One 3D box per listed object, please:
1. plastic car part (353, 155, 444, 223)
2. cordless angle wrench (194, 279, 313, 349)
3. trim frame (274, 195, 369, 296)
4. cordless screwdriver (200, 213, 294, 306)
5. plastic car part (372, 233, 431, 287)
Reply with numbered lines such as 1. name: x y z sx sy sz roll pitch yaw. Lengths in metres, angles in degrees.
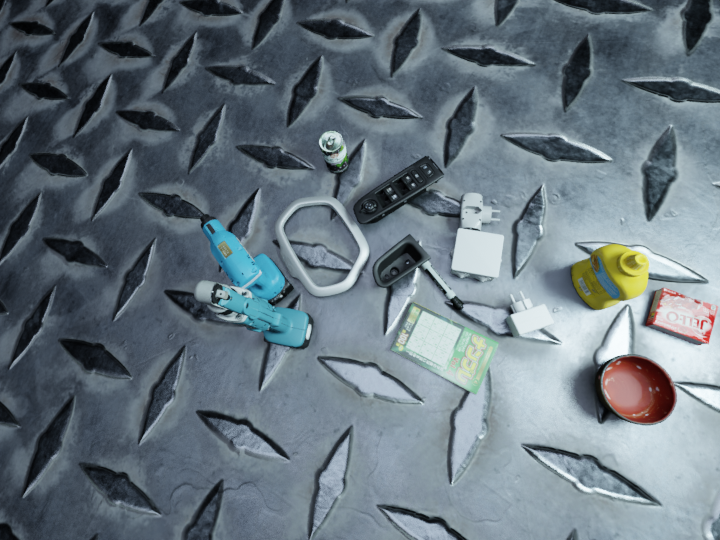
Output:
1. plastic car part: 0.076 -0.164 0.915 0.203 0.065 0.068 -31 72 1
2. cordless angle wrench: -0.170 0.075 0.706 0.100 0.410 0.075 9 77 9
3. trim frame: -0.092 -0.060 0.937 0.184 0.026 0.257 -33 69 0
4. cordless screwdriver: -0.225 -0.015 0.836 0.074 0.241 0.165 -39 73 -4
5. plastic car part: 0.075 -0.008 0.864 0.116 0.068 0.068 -37 72 -2
